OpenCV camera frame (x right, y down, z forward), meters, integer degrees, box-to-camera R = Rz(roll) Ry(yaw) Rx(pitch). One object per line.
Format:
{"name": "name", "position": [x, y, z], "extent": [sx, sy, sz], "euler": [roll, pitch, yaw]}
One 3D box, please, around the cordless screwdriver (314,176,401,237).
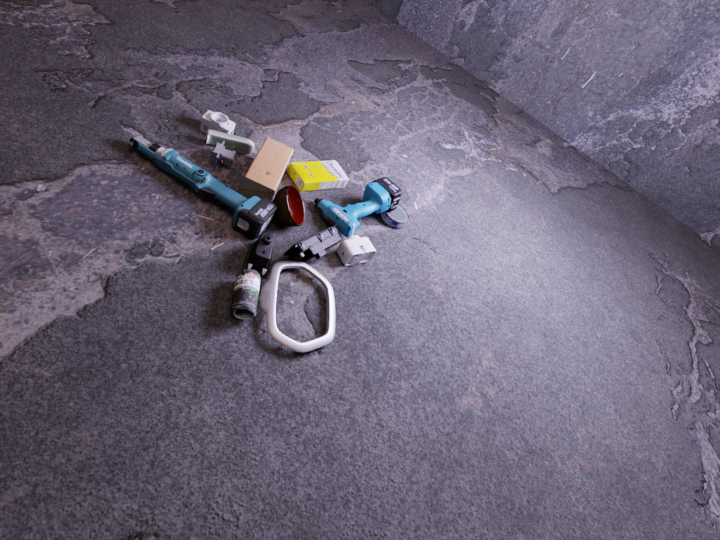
{"name": "cordless screwdriver", "position": [-0.007, -0.204, 1.261], "extent": [0.243, 0.073, 0.166], "euler": [-33, 62, -31]}

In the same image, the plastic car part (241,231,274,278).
{"name": "plastic car part", "position": [-0.236, -0.051, 1.023], "extent": [0.064, 0.071, 0.119], "euler": [21, 48, -17]}

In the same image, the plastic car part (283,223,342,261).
{"name": "plastic car part", "position": [-0.108, -0.070, 1.101], "extent": [0.068, 0.067, 0.199], "euler": [46, 38, 3]}

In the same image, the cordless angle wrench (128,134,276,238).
{"name": "cordless angle wrench", "position": [-0.416, -0.233, 1.093], "extent": [0.427, 0.074, 0.097], "euler": [32, 44, 5]}

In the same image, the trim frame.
{"name": "trim frame", "position": [-0.143, 0.077, 0.985], "extent": [0.177, 0.027, 0.257], "euler": [15, 48, -21]}
